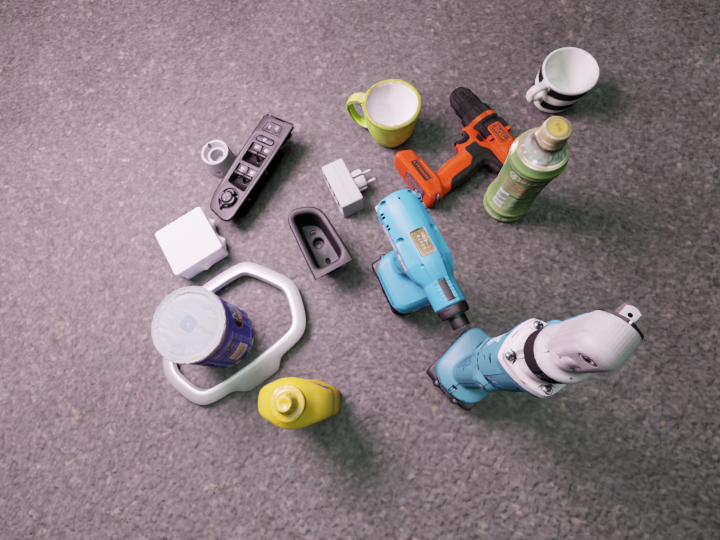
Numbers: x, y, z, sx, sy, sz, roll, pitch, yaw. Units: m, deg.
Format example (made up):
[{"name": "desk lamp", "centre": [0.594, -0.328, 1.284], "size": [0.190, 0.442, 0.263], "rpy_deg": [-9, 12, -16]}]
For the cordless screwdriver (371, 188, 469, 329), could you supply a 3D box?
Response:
[{"name": "cordless screwdriver", "centre": [0.074, 0.013, 0.549], "size": [0.074, 0.242, 0.164], "rpy_deg": [-23, 74, -4]}]

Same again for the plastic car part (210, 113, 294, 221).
[{"name": "plastic car part", "centre": [-0.188, -0.171, 0.736], "size": [0.068, 0.065, 0.203], "rpy_deg": [29, 78, 12]}]

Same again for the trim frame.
[{"name": "trim frame", "centre": [-0.204, 0.097, 0.671], "size": [0.247, 0.027, 0.190], "rpy_deg": [-36, 71, -5]}]

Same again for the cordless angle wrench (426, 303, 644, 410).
[{"name": "cordless angle wrench", "centre": [0.143, 0.092, 0.424], "size": [0.097, 0.412, 0.076], "rpy_deg": [-44, 78, -9]}]

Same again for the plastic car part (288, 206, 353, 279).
[{"name": "plastic car part", "centre": [-0.066, -0.043, 0.677], "size": [0.066, 0.069, 0.120], "rpy_deg": [-28, 72, -4]}]
